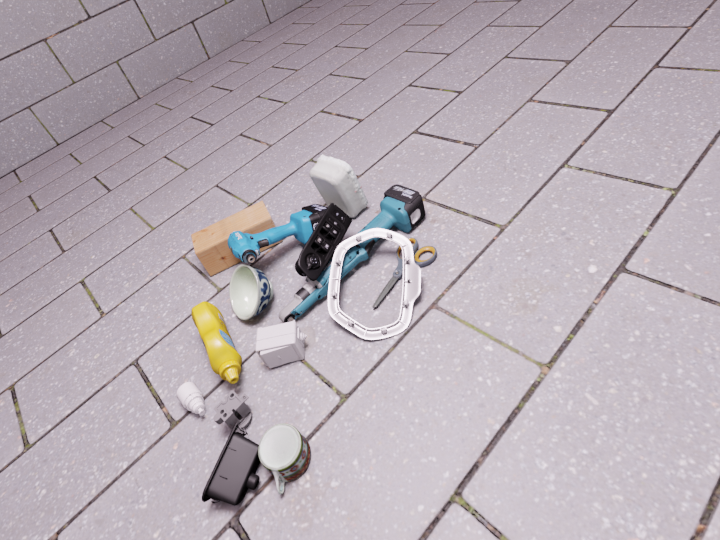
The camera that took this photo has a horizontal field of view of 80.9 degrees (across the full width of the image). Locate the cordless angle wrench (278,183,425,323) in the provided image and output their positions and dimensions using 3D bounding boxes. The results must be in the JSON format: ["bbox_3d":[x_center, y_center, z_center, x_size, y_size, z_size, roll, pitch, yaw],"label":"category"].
[{"bbox_3d":[-0.022,-0.034,0.947,0.419,0.071,0.104,-44,47,-18],"label":"cordless angle wrench"}]

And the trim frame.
[{"bbox_3d":[0.028,0.018,0.858,0.187,0.026,0.254,2,60,10],"label":"trim frame"}]

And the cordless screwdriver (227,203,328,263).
[{"bbox_3d":[-0.179,-0.080,0.989,0.244,0.072,0.167,-20,26,-18],"label":"cordless screwdriver"}]

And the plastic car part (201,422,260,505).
[{"bbox_3d":[-0.194,0.320,0.679,0.073,0.064,0.118,11,54,11],"label":"plastic car part"}]

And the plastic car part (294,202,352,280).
[{"bbox_3d":[-0.091,-0.059,0.929,0.069,0.064,0.204,-25,30,41],"label":"plastic car part"}]
